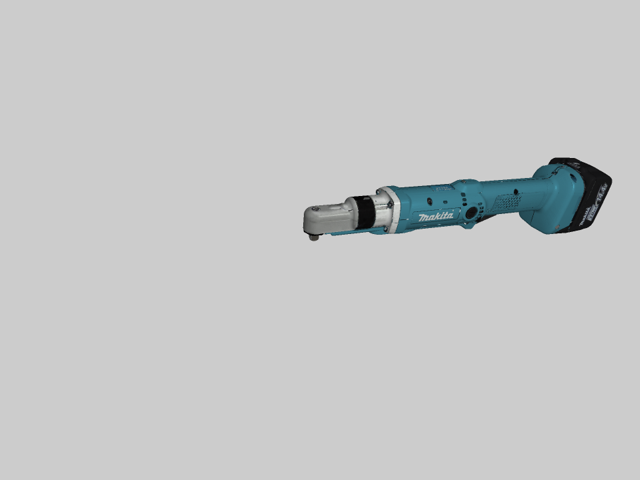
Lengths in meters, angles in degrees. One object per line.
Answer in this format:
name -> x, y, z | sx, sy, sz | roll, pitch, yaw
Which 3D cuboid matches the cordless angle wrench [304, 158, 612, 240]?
cordless angle wrench -> 0.181, -0.046, 0.550 | 0.422, 0.098, 0.074 | -6, 34, -18
